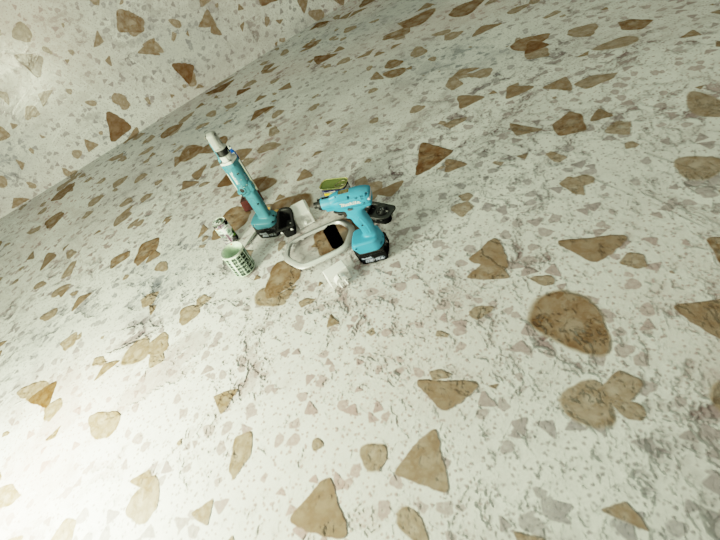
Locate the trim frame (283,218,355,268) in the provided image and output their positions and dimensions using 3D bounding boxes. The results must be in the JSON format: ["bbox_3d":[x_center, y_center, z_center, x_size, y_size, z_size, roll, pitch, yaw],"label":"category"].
[{"bbox_3d":[-0.132,-0.087,1.354,0.249,0.026,0.193,-26,43,3],"label":"trim frame"}]

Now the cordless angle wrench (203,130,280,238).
[{"bbox_3d":[-0.382,-0.278,1.391,0.101,0.402,0.076,-5,46,22],"label":"cordless angle wrench"}]

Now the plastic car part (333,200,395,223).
[{"bbox_3d":[0.017,-0.182,1.338,0.213,0.064,0.066,10,54,34],"label":"plastic car part"}]

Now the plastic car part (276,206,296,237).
[{"bbox_3d":[-0.248,-0.160,1.455,0.067,0.067,0.121,-20,43,8],"label":"plastic car part"}]

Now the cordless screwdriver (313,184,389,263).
[{"bbox_3d":[-0.018,-0.124,1.174,0.164,0.236,0.076,-9,45,19],"label":"cordless screwdriver"}]
